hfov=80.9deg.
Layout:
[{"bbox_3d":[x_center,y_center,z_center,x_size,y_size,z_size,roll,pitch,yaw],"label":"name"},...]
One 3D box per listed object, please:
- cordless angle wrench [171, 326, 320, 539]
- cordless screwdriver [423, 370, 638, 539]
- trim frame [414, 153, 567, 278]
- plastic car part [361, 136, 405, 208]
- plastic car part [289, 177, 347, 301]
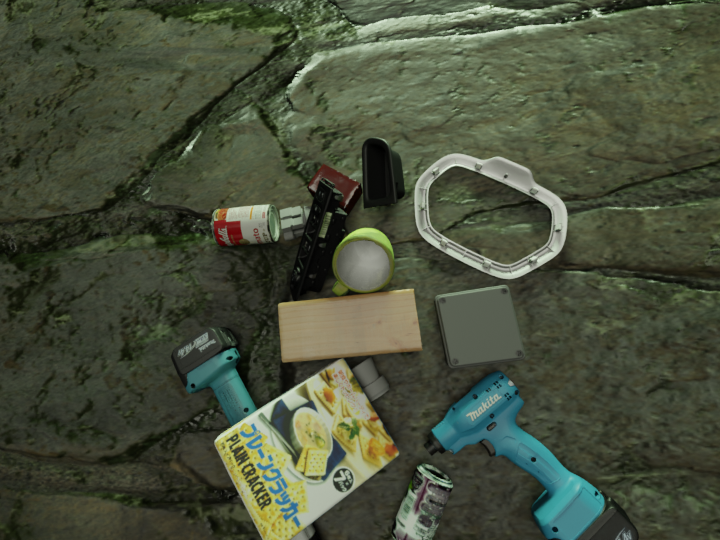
[{"bbox_3d":[-0.156,0.289,0.658,0.098,0.072,0.433,-33,77,1],"label":"cordless angle wrench"},{"bbox_3d":[0.222,0.286,0.586,0.159,0.072,0.258,-41,71,0],"label":"cordless screwdriver"},{"bbox_3d":[0.207,-0.096,0.692,0.256,0.027,0.184,29,84,16],"label":"trim frame"},{"bbox_3d":[0.045,-0.163,0.713,0.069,0.067,0.117,-6,83,39],"label":"plastic car part"},{"bbox_3d":[-0.068,-0.044,0.691,0.070,0.064,0.202,43,114,55],"label":"plastic car part"}]
